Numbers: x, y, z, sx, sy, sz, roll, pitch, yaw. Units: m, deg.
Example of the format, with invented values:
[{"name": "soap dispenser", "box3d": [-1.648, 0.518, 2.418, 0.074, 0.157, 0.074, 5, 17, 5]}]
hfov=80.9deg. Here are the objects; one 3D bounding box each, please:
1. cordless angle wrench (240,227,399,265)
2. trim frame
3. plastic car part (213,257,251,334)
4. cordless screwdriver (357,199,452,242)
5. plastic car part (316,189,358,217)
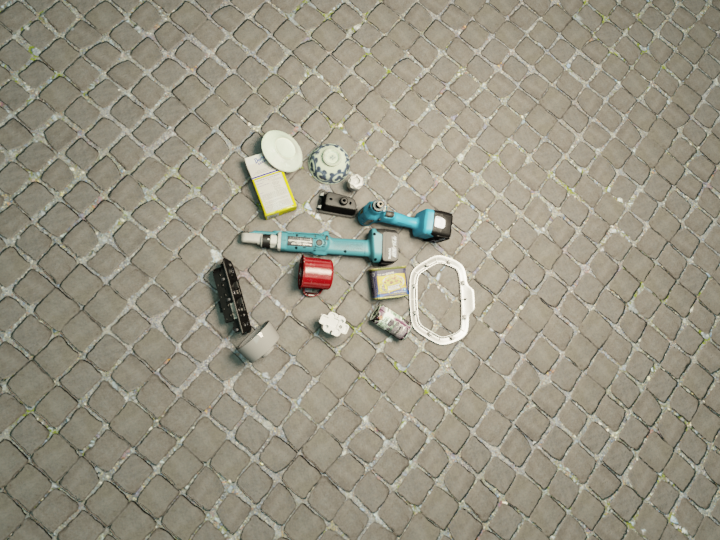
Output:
[{"name": "cordless angle wrench", "box3d": [-0.112, -0.073, 1.148, 0.420, 0.074, 0.099, 4, 81, -4]}, {"name": "trim frame", "box3d": [0.228, 0.081, 1.182, 0.182, 0.027, 0.251, 1, 79, -7]}, {"name": "plastic car part", "box3d": [-0.340, 0.069, 1.105, 0.068, 0.064, 0.205, -15, 84, 15]}, {"name": "cordless screwdriver", "box3d": [0.126, -0.140, 1.139, 0.245, 0.160, 0.075, 11, 81, -8]}, {"name": "plastic car part", "box3d": [-0.058, -0.187, 1.170, 0.116, 0.071, 0.066, 11, 82, -3]}]
